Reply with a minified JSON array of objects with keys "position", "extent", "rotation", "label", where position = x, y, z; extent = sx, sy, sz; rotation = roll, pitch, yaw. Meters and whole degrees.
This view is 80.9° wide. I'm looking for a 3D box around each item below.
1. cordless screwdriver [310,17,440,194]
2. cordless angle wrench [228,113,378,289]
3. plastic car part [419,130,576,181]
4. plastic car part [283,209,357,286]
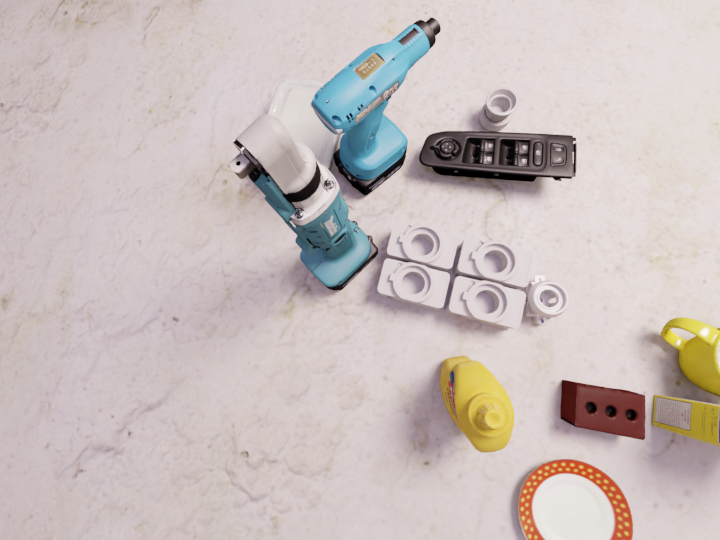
[{"position":[0.027,-0.199,0.549],"extent":[0.159,0.243,0.076],"rotation":[-40,81,-2],"label":"cordless screwdriver"},{"position":[-0.041,-0.050,0.442],"extent":[0.098,0.414,0.076],"rotation":[-44,81,-3],"label":"cordless angle wrench"},{"position":[0.188,-0.161,0.606],"extent":[0.207,0.065,0.067],"rotation":[8,81,10],"label":"plastic car part"},{"position":[-0.061,-0.040,0.620],"extent":[0.066,0.069,0.119],"rotation":[-32,77,0],"label":"plastic car part"}]
